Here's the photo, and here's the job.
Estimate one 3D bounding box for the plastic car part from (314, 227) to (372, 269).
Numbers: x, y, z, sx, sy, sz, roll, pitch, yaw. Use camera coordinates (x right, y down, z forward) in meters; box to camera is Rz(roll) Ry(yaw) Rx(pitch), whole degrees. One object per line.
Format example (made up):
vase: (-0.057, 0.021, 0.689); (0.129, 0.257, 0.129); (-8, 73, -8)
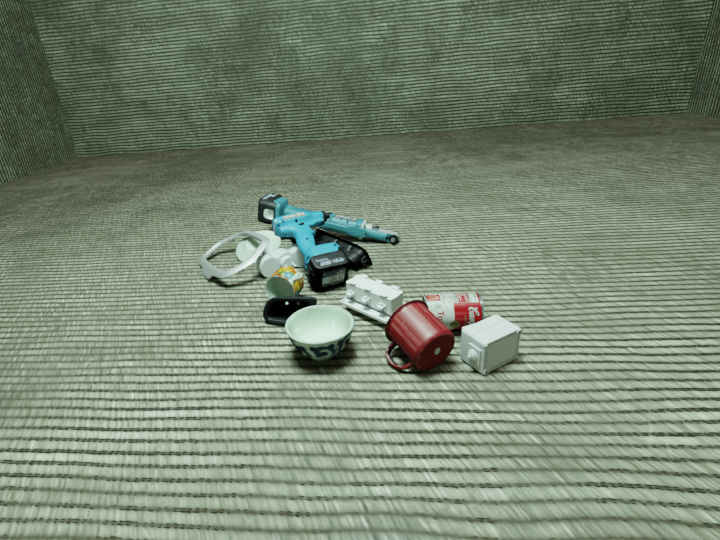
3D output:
plastic car part: (-0.058, -0.051, 1.098); (0.215, 0.064, 0.066); (20, 44, 41)

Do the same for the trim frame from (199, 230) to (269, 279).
trim frame: (-0.337, -0.043, 1.112); (0.182, 0.026, 0.262); (-40, 35, -22)

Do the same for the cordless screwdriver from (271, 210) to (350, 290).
cordless screwdriver: (-0.102, -0.067, 1.045); (0.155, 0.072, 0.263); (-17, 45, -25)

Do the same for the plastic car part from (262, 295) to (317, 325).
plastic car part: (-0.135, 0.077, 0.872); (0.120, 0.065, 0.069); (2, 11, 21)

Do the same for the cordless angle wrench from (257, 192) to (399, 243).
cordless angle wrench: (-0.095, -0.142, 1.237); (0.435, 0.073, 0.097); (14, 26, 15)
